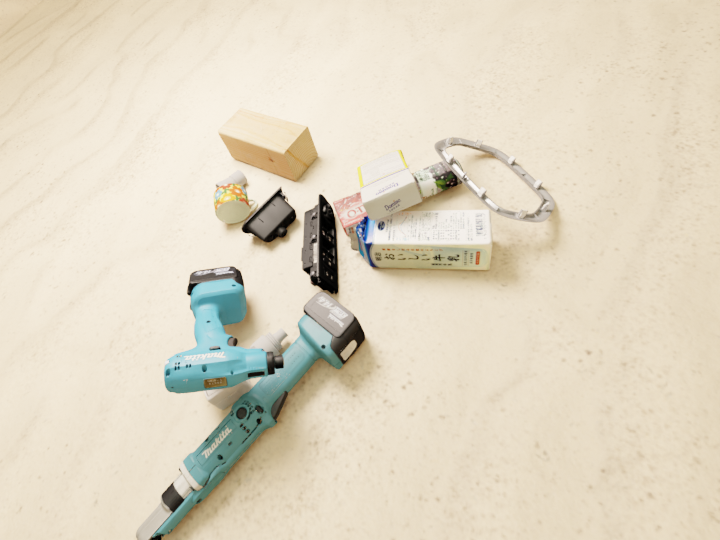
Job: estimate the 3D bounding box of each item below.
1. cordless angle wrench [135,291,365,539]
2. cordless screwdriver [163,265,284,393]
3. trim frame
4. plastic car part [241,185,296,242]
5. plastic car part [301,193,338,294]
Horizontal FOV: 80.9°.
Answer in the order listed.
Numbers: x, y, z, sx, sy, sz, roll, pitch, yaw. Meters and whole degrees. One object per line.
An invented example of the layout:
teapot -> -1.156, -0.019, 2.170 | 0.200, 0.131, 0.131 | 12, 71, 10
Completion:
cordless angle wrench -> -0.162, 0.217, 0.625 | 0.103, 0.071, 0.421 | 33, 73, 31
cordless screwdriver -> -0.208, 0.085, 0.669 | 0.157, 0.072, 0.259 | -7, 31, -10
trim frame -> 0.236, -0.171, 0.751 | 0.178, 0.027, 0.260 | -9, 51, -24
plastic car part -> -0.173, -0.099, 0.851 | 0.073, 0.064, 0.116 | 35, 74, 16
plastic car part -> -0.077, -0.050, 0.790 | 0.069, 0.062, 0.208 | -22, 51, 31
